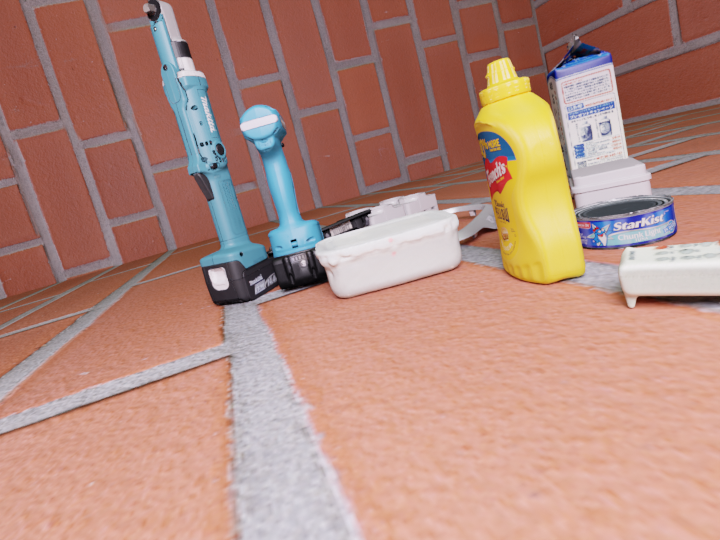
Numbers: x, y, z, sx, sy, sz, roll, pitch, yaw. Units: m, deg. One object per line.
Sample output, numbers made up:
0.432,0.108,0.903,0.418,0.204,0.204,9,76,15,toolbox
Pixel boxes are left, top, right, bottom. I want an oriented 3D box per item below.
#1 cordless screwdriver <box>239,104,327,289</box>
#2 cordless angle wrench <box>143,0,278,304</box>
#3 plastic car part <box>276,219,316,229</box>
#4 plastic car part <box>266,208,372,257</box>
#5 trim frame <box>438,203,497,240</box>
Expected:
-0.107,-0.106,0.614,0.074,0.245,0.161,-15,9,0,cordless screwdriver
-0.219,-0.163,0.600,0.077,0.418,0.096,-11,9,27,cordless angle wrench
-0.126,-0.057,0.827,0.067,0.070,0.116,-12,12,15,plastic car part
-0.071,-0.046,0.725,0.198,0.066,0.069,-20,11,-22,plastic car part
0.125,-0.067,0.670,0.192,0.027,0.242,-7,15,32,trim frame
